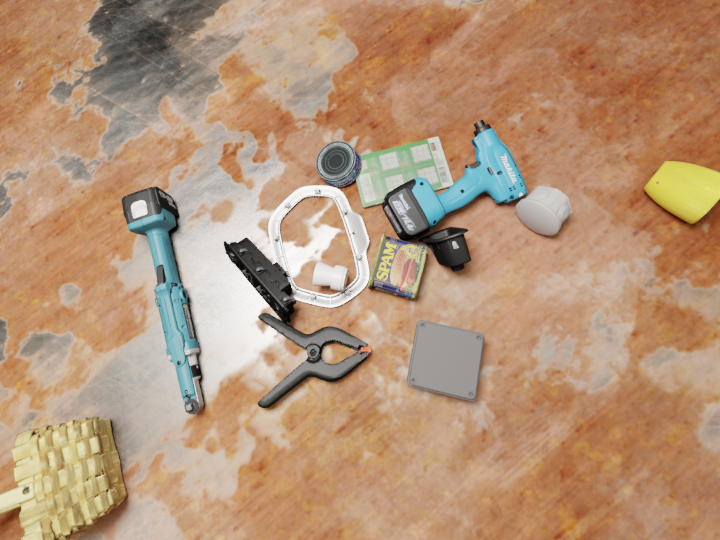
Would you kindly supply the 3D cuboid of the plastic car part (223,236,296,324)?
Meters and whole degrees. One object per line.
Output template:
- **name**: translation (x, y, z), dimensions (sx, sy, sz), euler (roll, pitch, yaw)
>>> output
- **plastic car part**: translation (-0.182, 0.003, 0.779), dimensions (0.212, 0.064, 0.066), euler (39, 71, 24)

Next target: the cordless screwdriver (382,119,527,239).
- **cordless screwdriver**: translation (0.159, -0.163, 0.770), dimensions (0.248, 0.074, 0.161), euler (-23, 85, -2)

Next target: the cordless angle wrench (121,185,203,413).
- **cordless angle wrench**: translation (-0.356, 0.051, 0.793), dimensions (0.074, 0.096, 0.431), euler (-19, 77, 0)

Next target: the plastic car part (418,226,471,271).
- **plastic car part**: translation (0.156, -0.035, 0.733), dimensions (0.066, 0.118, 0.070), euler (-23, 100, -1)

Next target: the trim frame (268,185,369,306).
- **trim frame**: translation (-0.079, -0.052, 0.808), dimensions (0.185, 0.027, 0.255), euler (-17, 71, 2)
